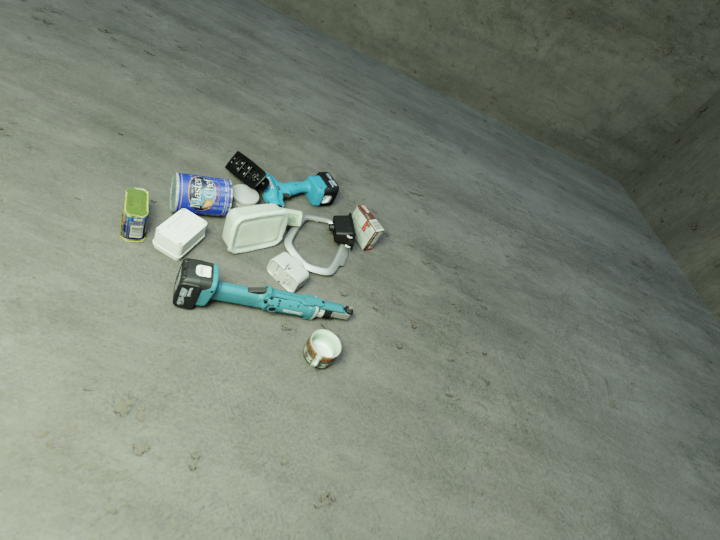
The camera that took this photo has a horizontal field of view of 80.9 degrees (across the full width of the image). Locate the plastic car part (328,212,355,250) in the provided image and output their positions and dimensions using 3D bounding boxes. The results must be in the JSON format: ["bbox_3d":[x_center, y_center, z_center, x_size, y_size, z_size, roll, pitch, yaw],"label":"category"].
[{"bbox_3d":[-0.057,-0.120,1.236,0.069,0.064,0.121,0,44,-13],"label":"plastic car part"}]

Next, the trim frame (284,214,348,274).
[{"bbox_3d":[-0.118,-0.077,1.211,0.183,0.027,0.251,26,38,-3],"label":"trim frame"}]

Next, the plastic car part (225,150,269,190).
[{"bbox_3d":[-0.327,-0.283,1.242,0.215,0.066,0.063,38,-8,45],"label":"plastic car part"}]

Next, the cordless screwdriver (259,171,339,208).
[{"bbox_3d":[-0.184,-0.234,1.300,0.239,0.074,0.167,-7,53,-30],"label":"cordless screwdriver"}]

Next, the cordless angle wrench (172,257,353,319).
[{"bbox_3d":[-0.205,0.066,0.972,0.406,0.098,0.077,14,43,-24],"label":"cordless angle wrench"}]
